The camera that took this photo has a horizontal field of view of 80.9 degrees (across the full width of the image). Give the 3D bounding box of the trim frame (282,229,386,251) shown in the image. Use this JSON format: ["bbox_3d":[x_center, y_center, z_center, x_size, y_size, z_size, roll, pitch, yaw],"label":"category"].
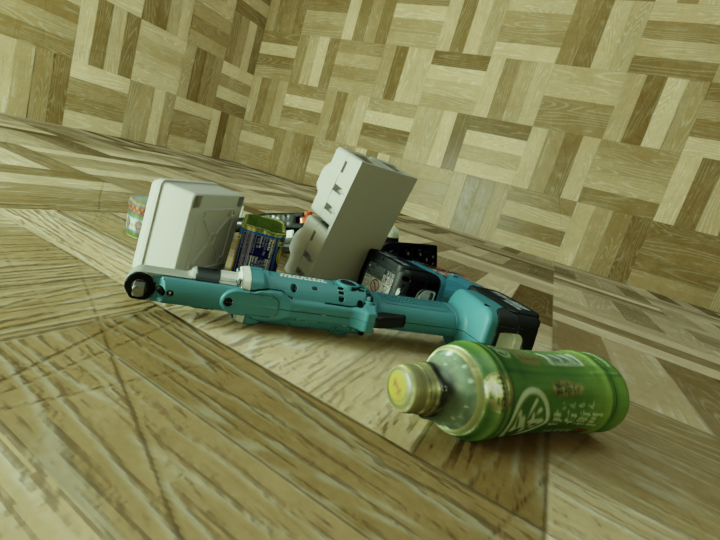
[{"bbox_3d":[-0.071,-0.046,0.722,0.192,0.028,0.236,-5,-3,44],"label":"trim frame"}]

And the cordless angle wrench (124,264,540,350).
[{"bbox_3d":[-0.017,0.039,0.441,0.411,0.074,0.102,9,14,-17],"label":"cordless angle wrench"}]

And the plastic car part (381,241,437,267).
[{"bbox_3d":[0.085,-0.027,0.863,0.071,0.066,0.193,13,8,38],"label":"plastic car part"}]

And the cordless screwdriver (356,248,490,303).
[{"bbox_3d":[0.123,0.041,0.592,0.236,0.074,0.168,11,13,-40],"label":"cordless screwdriver"}]
